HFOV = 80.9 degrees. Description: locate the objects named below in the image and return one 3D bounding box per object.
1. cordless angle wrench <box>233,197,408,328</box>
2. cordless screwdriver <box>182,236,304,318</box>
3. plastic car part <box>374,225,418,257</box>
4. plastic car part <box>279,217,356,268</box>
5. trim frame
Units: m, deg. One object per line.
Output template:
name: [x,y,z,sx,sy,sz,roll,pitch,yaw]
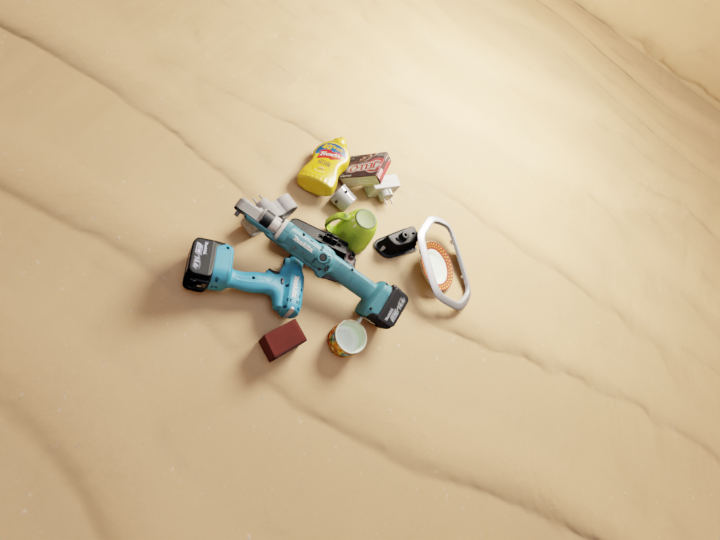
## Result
cordless angle wrench: [-0.088,-0.024,0.910,0.414,0.076,0.098,36,77,-11]
cordless screwdriver: [-0.234,-0.004,0.886,0.241,0.075,0.163,18,51,-19]
plastic car part: [0.100,-0.076,1.057,0.113,0.072,0.067,-19,76,-32]
plastic car part: [-0.095,-0.062,0.970,0.200,0.067,0.067,23,48,-7]
trim frame: [0.214,-0.021,1.073,0.176,0.028,0.252,-9,78,-42]
